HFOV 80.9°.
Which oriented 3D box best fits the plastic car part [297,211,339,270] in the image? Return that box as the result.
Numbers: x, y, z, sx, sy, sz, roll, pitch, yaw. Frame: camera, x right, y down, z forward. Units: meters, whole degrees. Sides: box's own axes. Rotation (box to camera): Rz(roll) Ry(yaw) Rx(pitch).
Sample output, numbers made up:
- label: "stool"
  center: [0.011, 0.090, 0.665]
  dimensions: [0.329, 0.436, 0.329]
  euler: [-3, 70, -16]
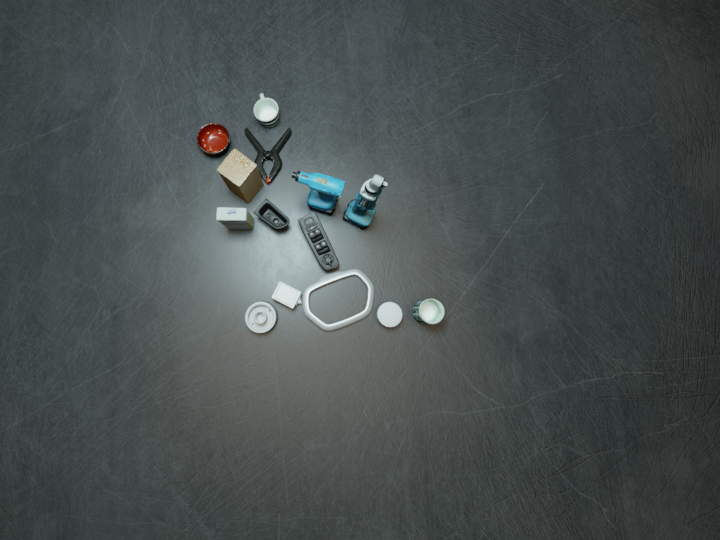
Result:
- label: "plastic car part"
  center: [-0.139, -0.091, 1.417]
  dimensions: [0.066, 0.067, 0.205]
  euler: [-26, 83, -7]

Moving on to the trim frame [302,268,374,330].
- label: "trim frame"
  center: [-0.072, 0.092, 1.409]
  dimensions: [0.247, 0.027, 0.186]
  euler: [-22, 82, -5]

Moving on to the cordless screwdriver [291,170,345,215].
- label: "cordless screwdriver"
  center: [-0.139, -0.253, 1.351]
  dimensions: [0.159, 0.248, 0.075]
  euler: [17, 82, -4]

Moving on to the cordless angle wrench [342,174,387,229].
- label: "cordless angle wrench"
  center: [0.016, -0.208, 1.261]
  dimensions: [0.098, 0.422, 0.074]
  euler: [28, 82, -4]

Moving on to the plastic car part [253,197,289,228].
- label: "plastic car part"
  center: [-0.293, -0.177, 1.424]
  dimensions: [0.117, 0.070, 0.066]
  euler: [40, 81, 3]
